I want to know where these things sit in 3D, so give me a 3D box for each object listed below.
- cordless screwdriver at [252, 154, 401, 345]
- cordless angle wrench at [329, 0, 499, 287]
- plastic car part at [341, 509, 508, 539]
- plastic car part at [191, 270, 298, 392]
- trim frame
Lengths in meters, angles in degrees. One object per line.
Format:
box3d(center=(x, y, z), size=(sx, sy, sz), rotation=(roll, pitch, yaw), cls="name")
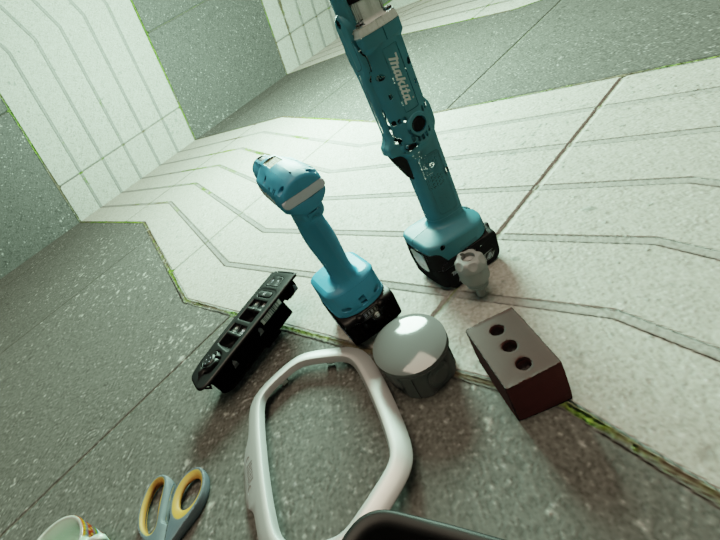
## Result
box3d(center=(-0.051, -0.034, 0.525), size=(0.074, 0.237, 0.168), rotation=(-35, 32, -10), cls="cordless screwdriver")
box3d(center=(0.048, -0.161, 0.463), size=(0.097, 0.404, 0.078), rotation=(-34, 31, -8), cls="cordless angle wrench")
box3d(center=(0.047, 0.214, 0.286), size=(0.121, 0.068, 0.066), rotation=(-5, 40, 33), cls="plastic car part")
box3d(center=(-0.157, 0.090, 0.603), size=(0.070, 0.064, 0.202), rotation=(9, 50, 44), cls="plastic car part")
box3d(center=(-0.047, 0.175, 0.445), size=(0.184, 0.026, 0.260), rotation=(-31, 34, 0), cls="trim frame")
